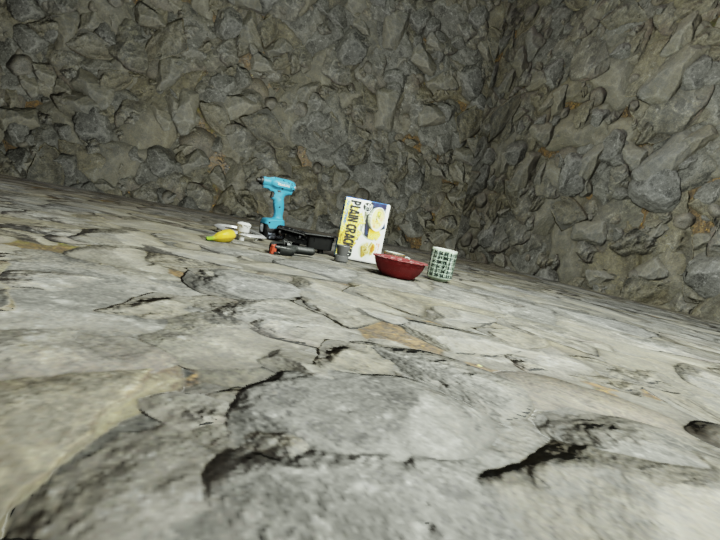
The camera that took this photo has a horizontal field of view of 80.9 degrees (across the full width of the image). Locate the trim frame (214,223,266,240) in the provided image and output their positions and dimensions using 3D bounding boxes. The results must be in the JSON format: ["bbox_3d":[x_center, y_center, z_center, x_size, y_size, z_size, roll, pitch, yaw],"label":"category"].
[{"bbox_3d":[-0.454,-0.145,1.601,0.176,0.027,0.261,7,8,-34],"label":"trim frame"}]

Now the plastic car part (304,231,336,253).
[{"bbox_3d":[-0.146,-0.095,1.489,0.115,0.071,0.067,10,5,-7],"label":"plastic car part"}]

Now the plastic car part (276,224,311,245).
[{"bbox_3d":[-0.228,-0.126,1.640,0.203,0.067,0.066,11,5,1],"label":"plastic car part"}]

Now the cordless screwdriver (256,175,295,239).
[{"bbox_3d":[-0.356,-0.248,1.683,0.152,0.248,0.078,8,5,-32],"label":"cordless screwdriver"}]
